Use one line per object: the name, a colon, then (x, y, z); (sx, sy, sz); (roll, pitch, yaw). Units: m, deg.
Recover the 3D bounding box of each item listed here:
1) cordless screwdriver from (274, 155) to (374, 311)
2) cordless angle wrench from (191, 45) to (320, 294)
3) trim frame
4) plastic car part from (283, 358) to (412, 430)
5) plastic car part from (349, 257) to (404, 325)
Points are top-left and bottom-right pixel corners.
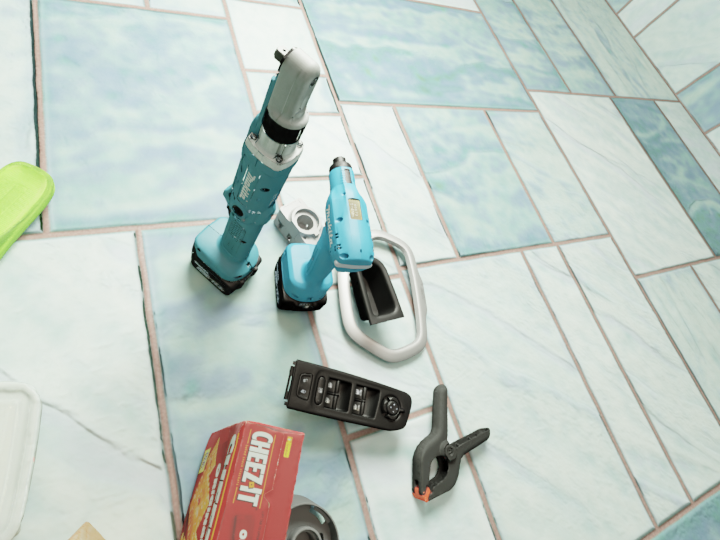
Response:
cordless screwdriver: (-0.061, -0.040, 0.623); (0.072, 0.251, 0.163); (4, 65, -25)
cordless angle wrench: (-0.132, -0.087, 0.512); (0.098, 0.427, 0.074); (44, 56, -3)
trim frame: (0.043, 0.039, 0.759); (0.178, 0.028, 0.255); (3, 63, -21)
plastic car part: (-0.020, 0.193, 0.628); (0.198, 0.067, 0.067); (18, 60, -14)
plastic car part: (0.014, 0.038, 0.721); (0.064, 0.071, 0.120); (-8, 69, -28)
